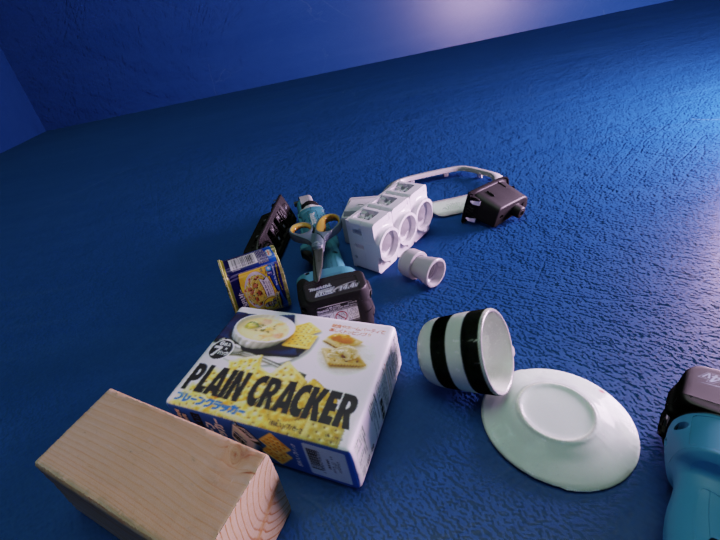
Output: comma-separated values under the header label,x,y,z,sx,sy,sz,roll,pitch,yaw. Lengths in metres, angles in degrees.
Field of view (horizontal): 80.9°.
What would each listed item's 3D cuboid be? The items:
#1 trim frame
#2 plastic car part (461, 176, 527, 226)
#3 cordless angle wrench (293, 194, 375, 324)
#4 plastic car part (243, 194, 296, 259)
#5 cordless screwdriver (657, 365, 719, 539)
label,x,y,z,sx,sy,sz,roll,pitch,yaw
trim frame,0.159,-0.160,0.844,0.249,0.026,0.191,-11,33,0
plastic car part,0.242,-0.113,0.725,0.114,0.064,0.075,-25,50,-23
cordless angle wrench,-0.071,-0.046,0.724,0.097,0.072,0.440,-15,32,-5
plastic car part,-0.174,-0.067,0.794,0.068,0.063,0.208,-17,33,12
cordless screwdriver,0.258,0.189,0.264,0.168,0.071,0.245,19,49,38
